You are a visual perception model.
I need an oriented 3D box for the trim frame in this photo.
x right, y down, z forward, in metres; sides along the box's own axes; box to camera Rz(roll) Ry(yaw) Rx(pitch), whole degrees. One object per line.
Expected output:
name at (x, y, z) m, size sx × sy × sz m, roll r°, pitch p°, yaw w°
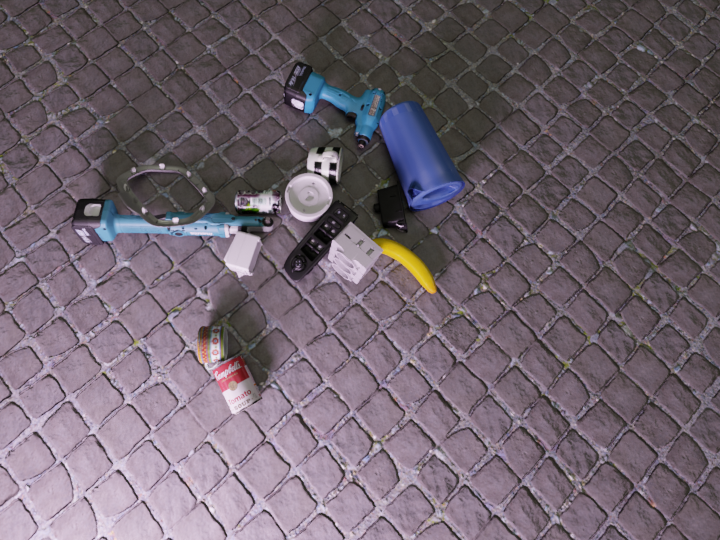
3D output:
trim frame at (-0.436, -0.175, 0.942) m, size 0.179 × 0.027 × 0.261 m, roll -26°, pitch 56°, yaw -34°

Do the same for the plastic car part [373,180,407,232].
plastic car part at (0.068, -0.146, 0.994) m, size 0.072 × 0.064 × 0.119 m, roll -13°, pitch 73°, yaw 7°

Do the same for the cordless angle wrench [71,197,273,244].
cordless angle wrench at (-0.409, -0.106, 0.953) m, size 0.418 × 0.096 × 0.076 m, roll 1°, pitch 64°, yaw -7°

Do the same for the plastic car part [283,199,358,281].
plastic car part at (-0.093, -0.061, 0.951) m, size 0.068 × 0.066 × 0.202 m, roll 40°, pitch 83°, yaw 9°

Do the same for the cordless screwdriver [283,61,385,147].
cordless screwdriver at (-0.071, -0.408, 1.053) m, size 0.248 × 0.074 × 0.160 m, roll 18°, pitch 75°, yaw -1°
